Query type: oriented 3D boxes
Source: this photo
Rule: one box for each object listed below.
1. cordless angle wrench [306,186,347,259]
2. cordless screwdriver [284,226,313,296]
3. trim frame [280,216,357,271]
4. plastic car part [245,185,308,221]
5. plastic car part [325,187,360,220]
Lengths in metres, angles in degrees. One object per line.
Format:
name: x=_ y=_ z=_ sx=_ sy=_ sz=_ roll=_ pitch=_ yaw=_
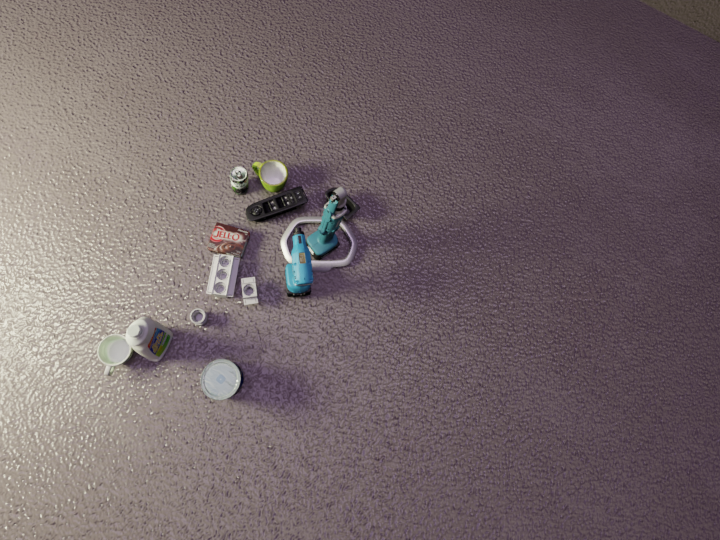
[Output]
cordless angle wrench: x=-0.085 y=-0.132 z=1.179 sx=0.097 sy=0.422 sz=0.075 roll=-35 pitch=85 yaw=-18
cordless screwdriver: x=-0.178 y=-0.014 z=1.221 sx=0.073 sy=0.248 sz=0.162 roll=-5 pitch=75 yaw=-13
trim frame: x=-0.134 y=-0.087 z=1.366 sx=0.246 sy=0.027 sz=0.187 roll=1 pitch=72 yaw=-6
plastic car part: x=-0.274 y=-0.207 z=1.368 sx=0.200 sy=0.067 sz=0.068 roll=-21 pitch=78 yaw=-13
plastic car part: x=-0.067 y=-0.216 z=1.393 sx=0.065 sy=0.070 sz=0.118 roll=-42 pitch=82 yaw=-18
